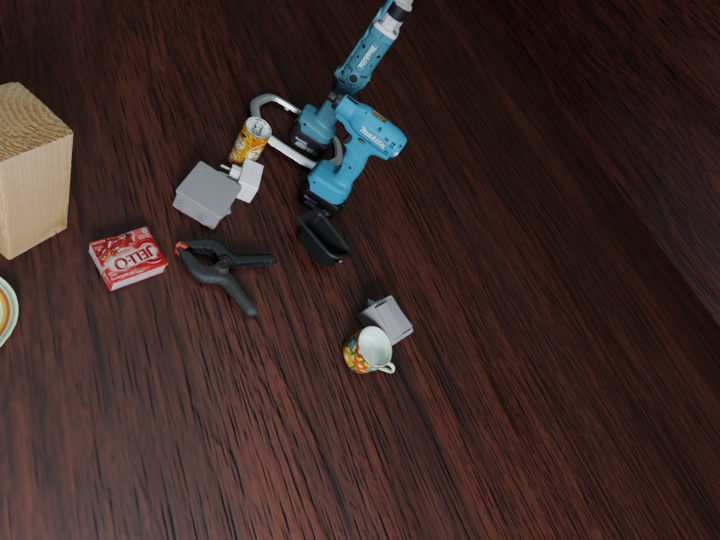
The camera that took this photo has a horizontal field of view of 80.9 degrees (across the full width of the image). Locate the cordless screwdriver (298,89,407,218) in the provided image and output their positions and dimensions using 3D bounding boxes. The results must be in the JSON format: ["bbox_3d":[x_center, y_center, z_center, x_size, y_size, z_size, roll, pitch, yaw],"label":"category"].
[{"bbox_3d":[-0.045,-0.219,0.822,0.156,0.252,0.075,37,48,-11],"label":"cordless screwdriver"}]

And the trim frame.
[{"bbox_3d":[-0.145,-0.319,0.979,0.242,0.028,0.187,28,48,-15],"label":"trim frame"}]

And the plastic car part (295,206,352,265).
[{"bbox_3d":[-0.079,-0.052,0.808,0.064,0.072,0.118,-30,80,-43],"label":"plastic car part"}]

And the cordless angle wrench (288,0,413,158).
[{"bbox_3d":[-0.012,-0.395,0.843,0.095,0.429,0.075,31,49,-18],"label":"cordless angle wrench"}]
